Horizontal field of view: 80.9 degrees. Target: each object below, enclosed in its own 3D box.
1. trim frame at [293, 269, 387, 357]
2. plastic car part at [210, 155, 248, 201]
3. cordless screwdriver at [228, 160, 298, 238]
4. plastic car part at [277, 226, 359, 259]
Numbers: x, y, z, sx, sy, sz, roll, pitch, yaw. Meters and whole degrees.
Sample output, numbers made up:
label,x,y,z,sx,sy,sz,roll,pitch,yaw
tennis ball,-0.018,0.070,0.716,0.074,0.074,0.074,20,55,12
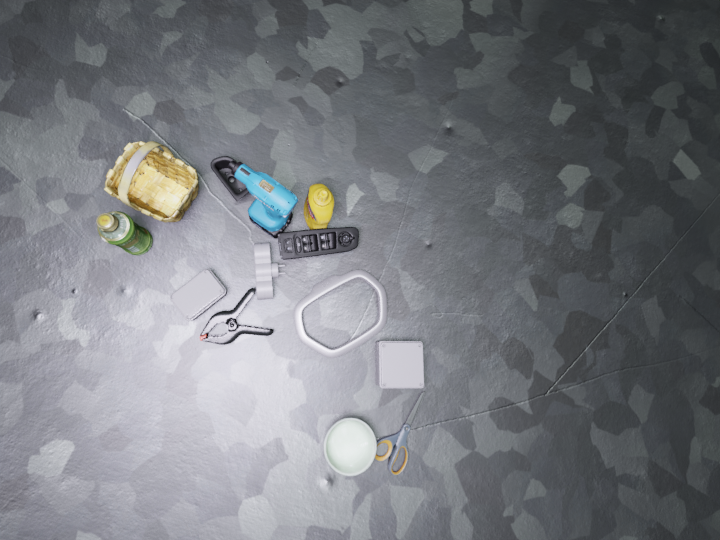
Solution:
label,x,y,z,sx,sy,sz,roll,pitch,yaw
trim frame,-0.046,0.102,1.046,0.246,0.027,0.186,-30,84,-11
plastic car part,-0.318,-0.228,1.056,0.065,0.071,0.117,-41,88,-13
cordless screwdriver,-0.224,-0.160,0.963,0.159,0.250,0.074,37,77,-4
plastic car part,-0.103,-0.067,1.052,0.200,0.067,0.067,-8,82,-9
